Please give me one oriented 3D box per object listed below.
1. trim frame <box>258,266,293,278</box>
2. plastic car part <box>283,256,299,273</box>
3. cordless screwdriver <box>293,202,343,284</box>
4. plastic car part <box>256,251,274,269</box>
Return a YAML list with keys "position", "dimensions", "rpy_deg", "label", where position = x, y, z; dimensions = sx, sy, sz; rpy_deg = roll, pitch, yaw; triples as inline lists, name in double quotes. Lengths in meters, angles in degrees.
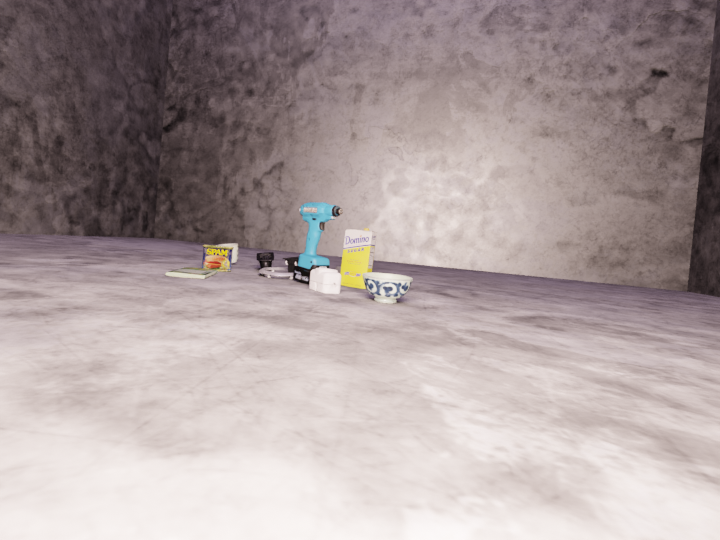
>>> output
- position: [-0.228, 0.009, 1.429]
  dimensions: [0.237, 0.027, 0.194]
  rpy_deg: [2, 5, -39]
  label: "trim frame"
- position: [-0.209, -0.012, 1.439]
  dimensions: [0.068, 0.071, 0.112]
  rpy_deg: [6, 3, 22]
  label: "plastic car part"
- position: [-0.125, -0.082, 1.277]
  dimensions: [0.168, 0.248, 0.071]
  rpy_deg: [7, 2, 43]
  label: "cordless screwdriver"
- position: [-0.356, -0.032, 1.575]
  dimensions: [0.065, 0.067, 0.207]
  rpy_deg: [4, 4, -13]
  label: "plastic car part"
